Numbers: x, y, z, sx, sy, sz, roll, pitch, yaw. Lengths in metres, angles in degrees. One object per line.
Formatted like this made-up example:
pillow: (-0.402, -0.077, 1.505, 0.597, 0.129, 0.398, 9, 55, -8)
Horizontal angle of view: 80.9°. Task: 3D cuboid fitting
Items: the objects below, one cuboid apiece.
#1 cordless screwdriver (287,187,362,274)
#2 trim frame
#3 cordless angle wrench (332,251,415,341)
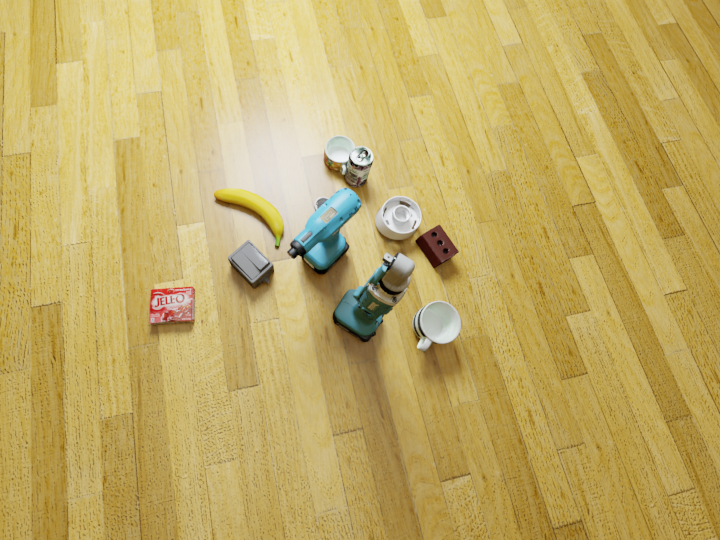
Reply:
cordless screwdriver: (-0.081, -0.053, 0.833, 0.075, 0.247, 0.158, 43, 73, 5)
trim frame: (-0.314, 0.384, 0.787, 0.184, 0.027, 0.252, 8, 71, -1)
cordless angle wrench: (0.023, 0.049, 0.714, 0.099, 0.419, 0.074, 33, 72, 1)
